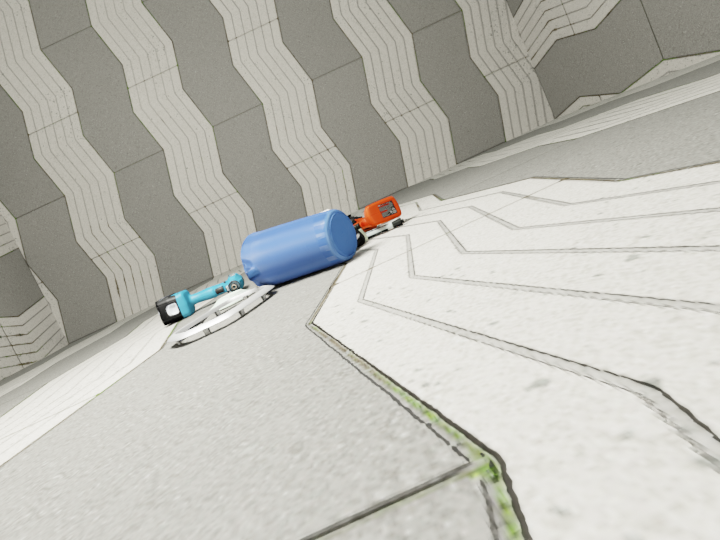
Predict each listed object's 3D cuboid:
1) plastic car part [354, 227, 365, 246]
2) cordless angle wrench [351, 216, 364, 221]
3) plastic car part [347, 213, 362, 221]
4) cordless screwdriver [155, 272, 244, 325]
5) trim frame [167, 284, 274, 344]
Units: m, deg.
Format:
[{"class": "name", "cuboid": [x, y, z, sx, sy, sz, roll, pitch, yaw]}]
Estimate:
[{"class": "plastic car part", "cuboid": [-0.054, -0.054, 0.971, 0.121, 0.064, 0.071, -15, 26, 34]}, {"class": "cordless angle wrench", "cuboid": [-0.118, -0.077, 1.211, 0.418, 0.074, 0.100, -24, 8, -10]}, {"class": "plastic car part", "cuboid": [-0.015, -0.152, 1.369, 0.067, 0.065, 0.204, -15, 9, 2]}, {"class": "cordless screwdriver", "cuboid": [-0.450, 0.076, 1.201, 0.246, 0.074, 0.162, -22, 8, -10]}, {"class": "trim frame", "cuboid": [-0.273, 0.084, 0.845, 0.189, 0.027, 0.245, -19, 13, 26]}]
